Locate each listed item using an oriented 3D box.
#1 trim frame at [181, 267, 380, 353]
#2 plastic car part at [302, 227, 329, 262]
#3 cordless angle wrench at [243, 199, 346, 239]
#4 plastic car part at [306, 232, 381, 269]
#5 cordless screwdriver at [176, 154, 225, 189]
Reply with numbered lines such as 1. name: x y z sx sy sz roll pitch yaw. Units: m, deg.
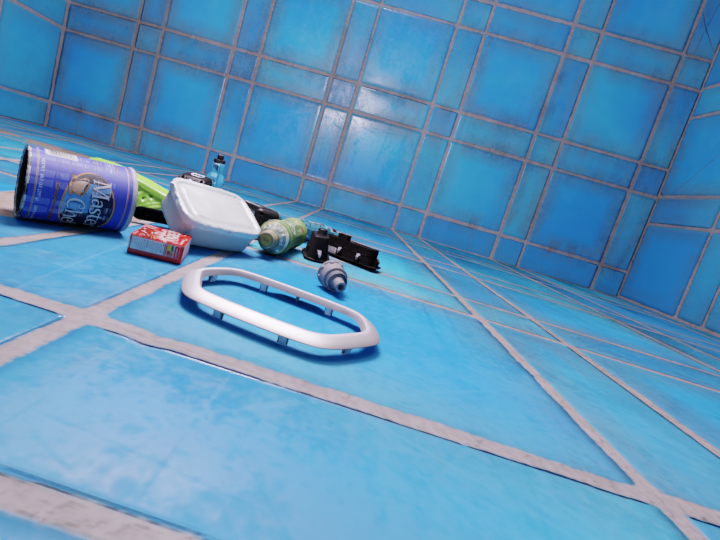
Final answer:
1. trim frame: -0.096 0.042 0.503 0.254 0.027 0.181 17 11 11
2. plastic car part: -0.093 -0.061 0.949 0.065 0.070 0.118 14 7 -9
3. cordless angle wrench: -0.160 -0.112 1.135 0.103 0.074 0.403 23 9 31
4. plastic car part: -0.031 -0.052 1.044 0.214 0.067 0.063 26 5 32
5. cordless screwdriver: -0.399 -0.221 1.081 0.073 0.158 0.253 16 11 -8
